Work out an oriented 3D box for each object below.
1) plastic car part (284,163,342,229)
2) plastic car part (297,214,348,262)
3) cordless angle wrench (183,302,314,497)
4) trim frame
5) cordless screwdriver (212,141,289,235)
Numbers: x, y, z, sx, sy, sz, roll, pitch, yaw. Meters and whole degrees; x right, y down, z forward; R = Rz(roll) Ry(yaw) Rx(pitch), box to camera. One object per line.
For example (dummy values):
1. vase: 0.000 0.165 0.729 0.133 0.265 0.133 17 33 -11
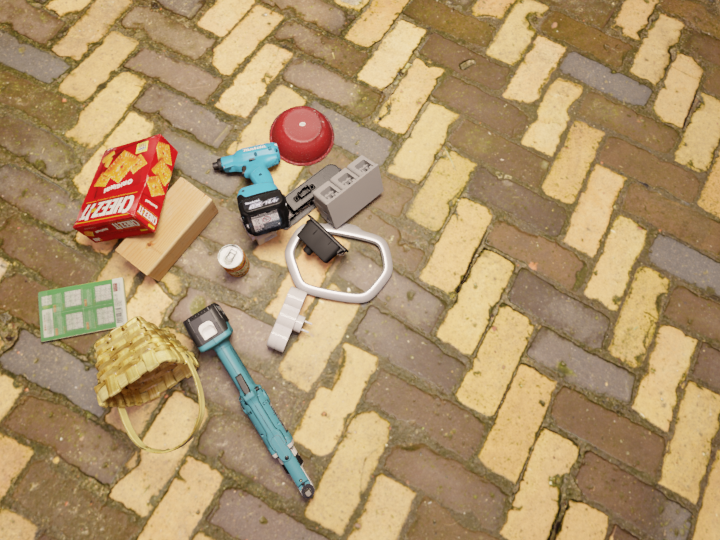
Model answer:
1. plastic car part: -0.119 -0.186 0.984 0.201 0.066 0.068 -39 77 -14
2. plastic car part: -0.091 -0.060 0.934 0.119 0.065 0.071 40 91 9
3. cordless angle wrench: -0.215 0.264 0.856 0.074 0.098 0.427 -32 84 -12
4. trim frame: -0.049 -0.024 0.963 0.249 0.027 0.186 9 77 1
5. cordless screwdriver: -0.244 -0.186 0.927 0.158 0.071 0.260 -14 50 -4
